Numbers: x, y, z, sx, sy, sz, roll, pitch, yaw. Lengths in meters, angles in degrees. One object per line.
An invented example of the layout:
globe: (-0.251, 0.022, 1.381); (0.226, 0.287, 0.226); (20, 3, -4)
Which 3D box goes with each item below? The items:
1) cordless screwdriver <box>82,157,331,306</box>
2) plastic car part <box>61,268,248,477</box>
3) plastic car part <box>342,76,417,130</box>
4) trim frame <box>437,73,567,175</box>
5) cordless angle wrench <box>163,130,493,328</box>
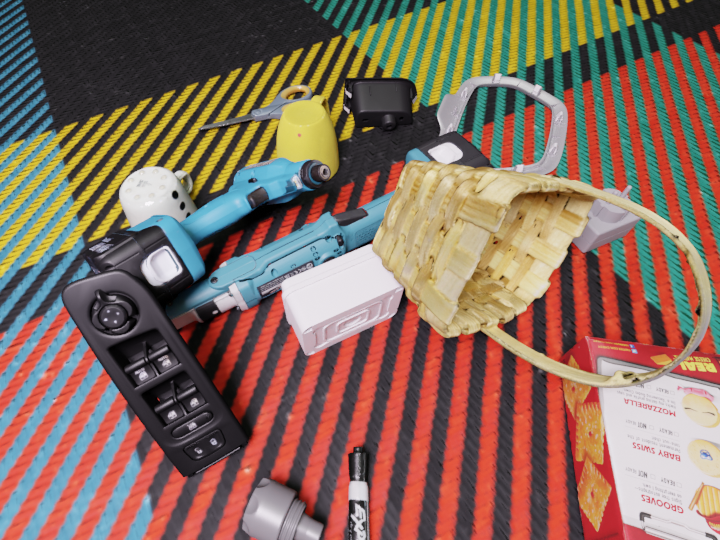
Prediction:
cordless screwdriver: (-0.153, -0.052, 0.453); (0.167, 0.072, 0.245); (3, 37, 45)
plastic car part: (-0.172, 0.080, 0.369); (0.066, 0.196, 0.069); (-25, 23, -1)
plastic car part: (0.033, -0.249, 0.646); (0.116, 0.065, 0.072); (0, 71, -2)
trim frame: (0.211, -0.224, 0.635); (0.190, 0.026, 0.250); (17, 60, 15)
cordless angle wrench: (-0.047, -0.031, 0.486); (0.419, 0.094, 0.078); (-27, 59, -10)
